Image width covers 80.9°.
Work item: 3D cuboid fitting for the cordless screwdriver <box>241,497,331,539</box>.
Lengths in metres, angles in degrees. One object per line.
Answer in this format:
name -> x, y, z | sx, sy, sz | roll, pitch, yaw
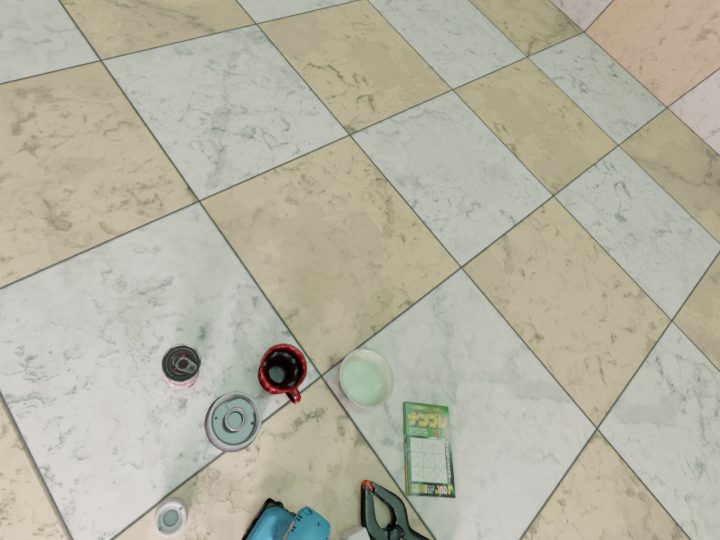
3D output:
cordless screwdriver -> -0.133, 0.437, 0.638 | 0.074, 0.249, 0.158 | 37, 58, -2
